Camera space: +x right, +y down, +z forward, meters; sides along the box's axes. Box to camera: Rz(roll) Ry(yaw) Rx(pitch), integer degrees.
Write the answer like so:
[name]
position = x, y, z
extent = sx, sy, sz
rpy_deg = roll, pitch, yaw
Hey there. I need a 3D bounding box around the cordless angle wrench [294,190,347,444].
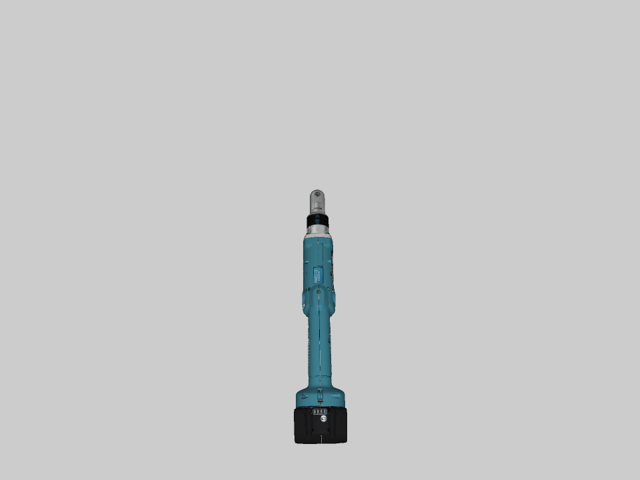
[cordless angle wrench]
position = -0.003, 0.100, 0.695
extent = 0.074, 0.421, 0.098
rpy_deg = -1, -26, 0
